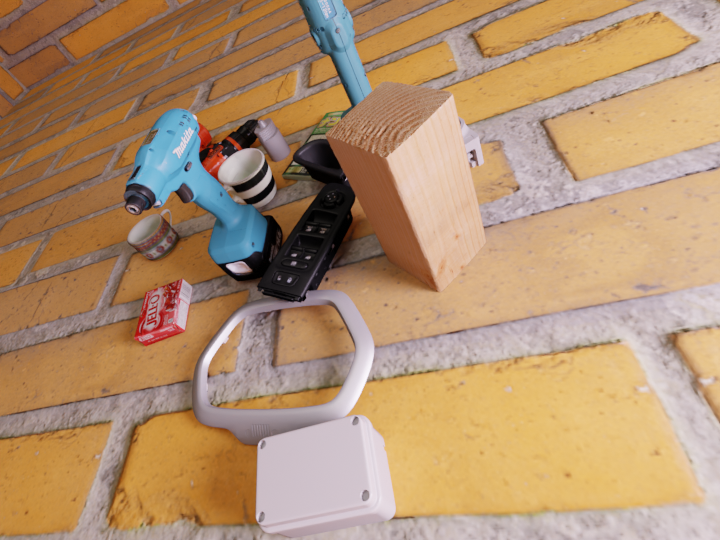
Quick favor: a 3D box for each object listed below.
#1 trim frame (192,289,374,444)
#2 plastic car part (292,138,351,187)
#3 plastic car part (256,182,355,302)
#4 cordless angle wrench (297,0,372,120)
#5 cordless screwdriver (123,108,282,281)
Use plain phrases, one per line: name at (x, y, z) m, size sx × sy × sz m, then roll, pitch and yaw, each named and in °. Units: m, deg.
trim frame at (-0.100, 0.107, 0.502) m, size 0.256 × 0.026 × 0.188 m, roll -10°, pitch 50°, yaw 22°
plastic car part at (-0.044, -0.159, 0.663) m, size 0.123 × 0.067 × 0.066 m, roll 24°, pitch 67°, yaw 40°
plastic car part at (-0.056, -0.036, 0.570) m, size 0.069 × 0.063 × 0.204 m, roll 4°, pitch 56°, yaw 31°
cordless angle wrench at (-0.038, -0.319, 0.556) m, size 0.074 × 0.401 × 0.103 m, roll -30°, pitch 45°, yaw 2°
cordless screwdriver at (-0.198, -0.070, 0.555) m, size 0.076 × 0.236 × 0.163 m, roll -11°, pitch 48°, yaw 19°
